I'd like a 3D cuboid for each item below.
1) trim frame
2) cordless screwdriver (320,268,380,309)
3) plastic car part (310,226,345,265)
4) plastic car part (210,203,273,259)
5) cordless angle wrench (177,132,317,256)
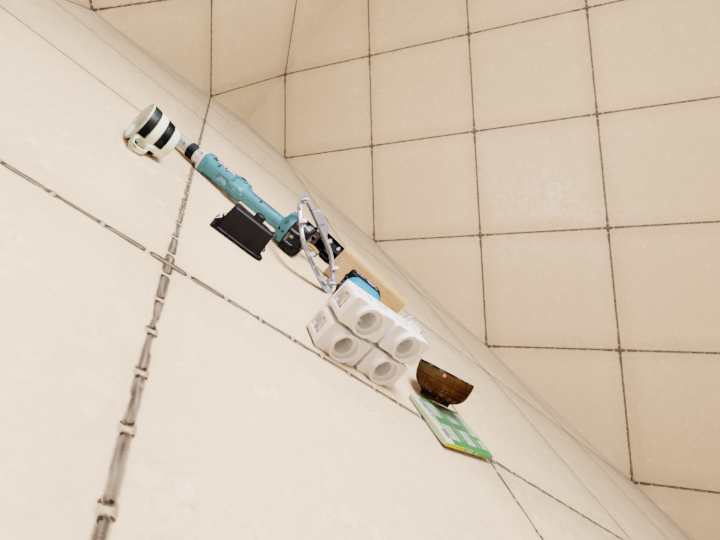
[{"bbox_3d":[-0.094,-0.062,0.966,0.189,0.028,0.237,-90,161,-51],"label":"trim frame"},{"bbox_3d":[0.004,0.089,0.888,0.159,0.074,0.248,39,12,-3],"label":"cordless screwdriver"},{"bbox_3d":[-0.074,-0.041,1.227,0.206,0.066,0.066,43,19,7],"label":"plastic car part"},{"bbox_3d":[-0.213,-0.082,0.795,0.113,0.071,0.068,36,12,-15],"label":"plastic car part"},{"bbox_3d":[-0.295,-0.199,1.019,0.426,0.074,0.097,39,16,4],"label":"cordless angle wrench"}]
